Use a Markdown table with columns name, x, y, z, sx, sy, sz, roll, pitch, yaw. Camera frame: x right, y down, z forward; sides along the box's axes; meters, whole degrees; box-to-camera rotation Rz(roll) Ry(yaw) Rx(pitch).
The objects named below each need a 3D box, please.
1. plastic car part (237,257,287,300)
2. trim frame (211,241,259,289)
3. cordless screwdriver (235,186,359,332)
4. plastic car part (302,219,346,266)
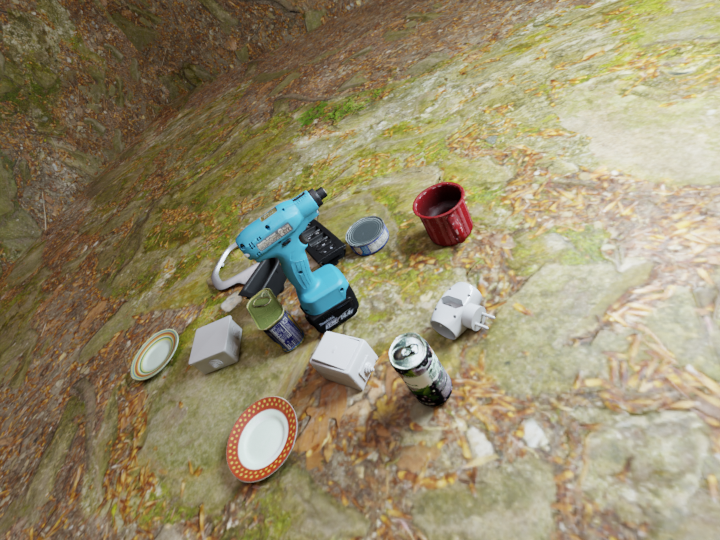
| name | x | y | z | sx | sy | sz | roll | pitch | yaw |
| --- | --- | --- | --- | --- | --- | --- | --- | --- | --- |
| plastic car part | -0.191 | 0.026 | 0.891 | 0.069 | 0.067 | 0.116 | 5 | 53 | 40 |
| trim frame | -0.270 | -0.041 | 1.051 | 0.250 | 0.026 | 0.192 | -30 | 39 | 7 |
| cordless screwdriver | -0.078 | -0.015 | 0.716 | 0.159 | 0.236 | 0.078 | -35 | 37 | -1 |
| plastic car part | -0.089 | -0.058 | 0.906 | 0.066 | 0.064 | 0.214 | -39 | 38 | -5 |
